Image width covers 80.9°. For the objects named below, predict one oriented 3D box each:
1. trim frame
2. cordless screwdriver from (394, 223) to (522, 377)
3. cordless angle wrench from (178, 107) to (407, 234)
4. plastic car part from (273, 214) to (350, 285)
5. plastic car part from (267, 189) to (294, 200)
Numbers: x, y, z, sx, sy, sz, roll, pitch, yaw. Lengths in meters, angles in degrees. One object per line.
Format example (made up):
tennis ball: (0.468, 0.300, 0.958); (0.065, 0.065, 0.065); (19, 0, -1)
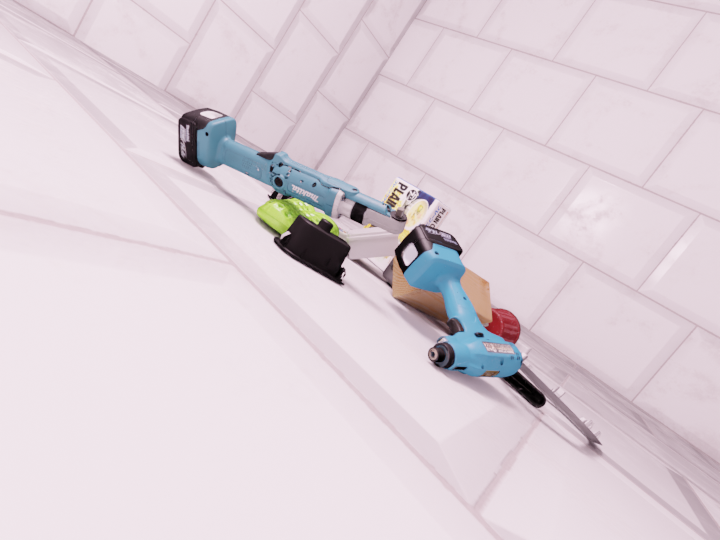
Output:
trim frame: (0.310, 0.196, 0.693); (0.234, 0.027, 0.194); (39, 8, -43)
cordless screwdriver: (0.122, 0.040, 0.630); (0.151, 0.074, 0.260); (10, 42, -34)
cordless angle wrench: (-0.120, -0.155, 0.694); (0.439, 0.096, 0.073); (27, 37, 19)
plastic car part: (-0.061, -0.040, 0.627); (0.112, 0.071, 0.069); (33, 7, -23)
plastic car part: (-0.146, -0.156, 0.937); (0.063, 0.067, 0.212); (35, 4, -29)
